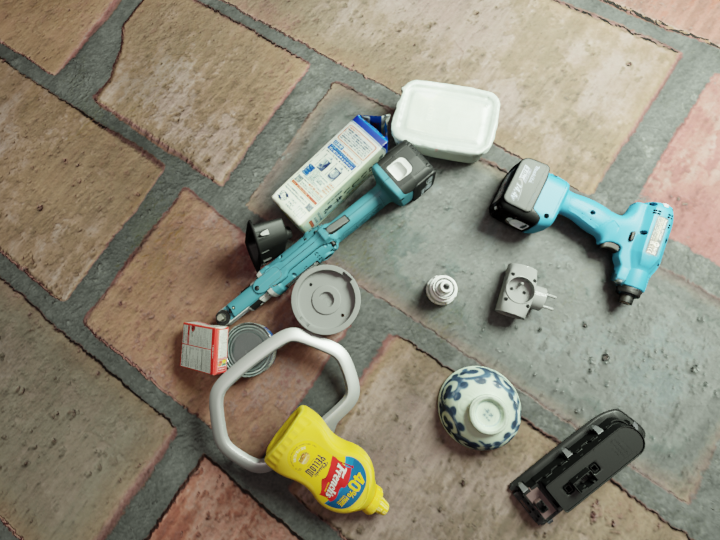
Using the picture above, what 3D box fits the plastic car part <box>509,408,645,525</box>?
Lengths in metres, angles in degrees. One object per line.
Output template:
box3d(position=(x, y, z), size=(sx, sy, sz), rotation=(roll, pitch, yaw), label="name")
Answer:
box3d(position=(0.310, 0.270, 0.588), size=(0.202, 0.065, 0.069), rotation=(-38, 72, -4), label="plastic car part")

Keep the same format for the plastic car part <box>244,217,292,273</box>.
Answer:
box3d(position=(-0.148, -0.050, 0.696), size=(0.069, 0.117, 0.067), rotation=(-21, 79, -24), label="plastic car part")

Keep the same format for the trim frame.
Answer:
box3d(position=(-0.119, 0.201, 0.655), size=(0.248, 0.027, 0.184), rotation=(-39, 90, -3), label="trim frame")

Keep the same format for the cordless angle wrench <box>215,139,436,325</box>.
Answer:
box3d(position=(-0.068, -0.044, 0.694), size=(0.424, 0.095, 0.076), rotation=(-38, 80, 3), label="cordless angle wrench")

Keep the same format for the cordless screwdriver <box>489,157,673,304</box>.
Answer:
box3d(position=(0.329, -0.063, 0.648), size=(0.253, 0.073, 0.159), rotation=(23, 82, 7), label="cordless screwdriver")
